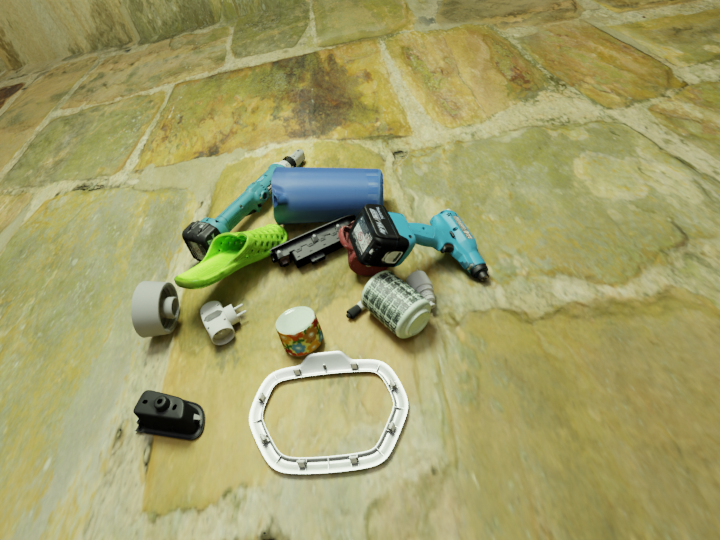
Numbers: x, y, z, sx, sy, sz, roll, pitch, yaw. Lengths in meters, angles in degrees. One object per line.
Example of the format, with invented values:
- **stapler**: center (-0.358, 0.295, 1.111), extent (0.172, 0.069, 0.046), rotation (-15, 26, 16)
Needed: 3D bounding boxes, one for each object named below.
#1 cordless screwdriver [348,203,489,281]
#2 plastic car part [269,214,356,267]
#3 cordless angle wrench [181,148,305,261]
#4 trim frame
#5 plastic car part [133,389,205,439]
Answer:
- **cordless screwdriver**: center (0.112, -0.044, 0.760), extent (0.239, 0.074, 0.166), rotation (-2, 50, -30)
- **plastic car part**: center (-0.087, -0.057, 0.886), extent (0.201, 0.064, 0.070), rotation (-29, 62, -12)
- **cordless angle wrench**: center (-0.253, -0.183, 1.030), extent (0.078, 0.094, 0.422), rotation (12, 48, 26)
- **trim frame**: center (-0.053, 0.211, 0.650), extent (0.252, 0.026, 0.190), rotation (-9, 45, 8)
- **plastic car part**: center (-0.310, 0.223, 0.674), extent (0.120, 0.068, 0.067), rotation (1, 49, 18)
